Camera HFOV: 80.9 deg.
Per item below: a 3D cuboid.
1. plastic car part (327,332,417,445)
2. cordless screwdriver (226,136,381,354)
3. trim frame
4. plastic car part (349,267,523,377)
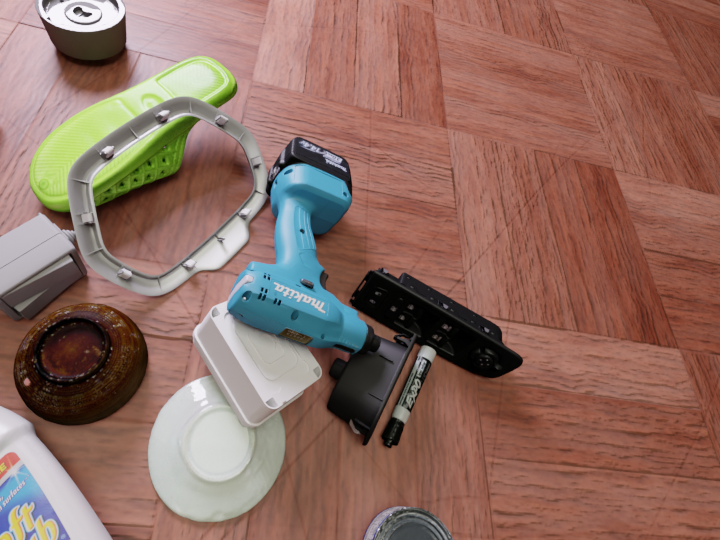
[{"bbox_3d":[0.004,0.113,0.454,0.073,0.064,0.116,27,60,15],"label":"plastic car part"},{"bbox_3d":[-0.047,-0.031,0.477,0.153,0.075,0.256,23,45,-22],"label":"cordless screwdriver"},{"bbox_3d":[-0.200,-0.088,0.478,0.247,0.029,0.177,-52,122,-33],"label":"trim frame"},{"bbox_3d":[0.091,0.059,0.507,0.205,0.066,0.067,32,32,4],"label":"plastic car part"}]
